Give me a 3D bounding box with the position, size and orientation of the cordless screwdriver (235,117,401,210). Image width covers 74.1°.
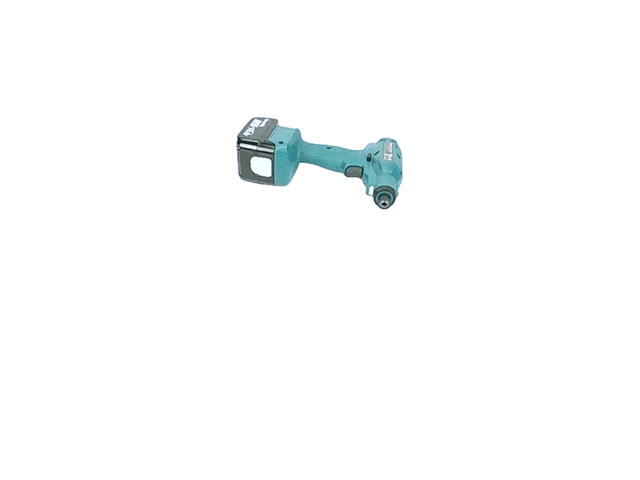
[{"bbox_3d":[-0.003,-0.111,0.637,0.249,0.074,0.158,8,40,4],"label":"cordless screwdriver"}]
